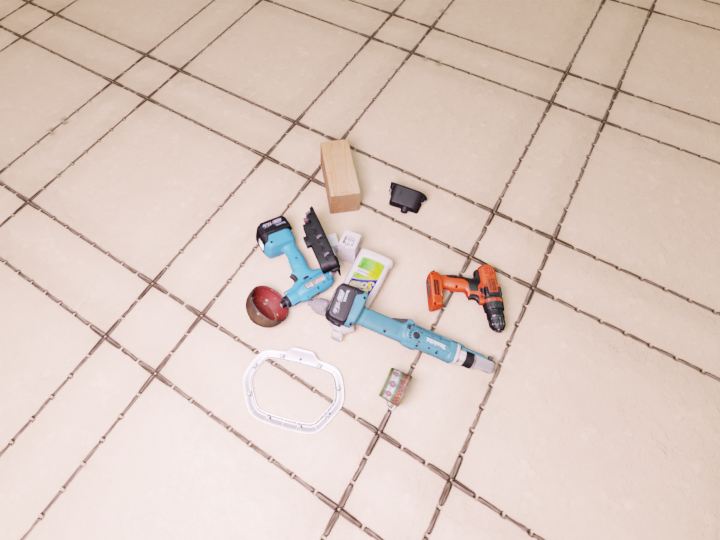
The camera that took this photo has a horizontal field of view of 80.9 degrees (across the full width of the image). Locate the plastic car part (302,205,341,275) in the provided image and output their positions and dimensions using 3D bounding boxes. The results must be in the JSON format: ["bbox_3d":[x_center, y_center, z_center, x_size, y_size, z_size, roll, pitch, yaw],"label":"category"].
[{"bbox_3d":[-0.109,-0.072,1.118,0.066,0.065,0.211,-23,65,-16],"label":"plastic car part"}]

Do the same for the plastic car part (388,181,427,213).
[{"bbox_3d":[0.132,-0.205,1.249,0.119,0.064,0.071,24,80,9],"label":"plastic car part"}]

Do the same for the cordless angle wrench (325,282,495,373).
[{"bbox_3d":[0.125,0.156,1.016,0.423,0.074,0.098,23,71,0],"label":"cordless angle wrench"}]

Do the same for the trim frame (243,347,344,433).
[{"bbox_3d":[-0.162,0.280,1.010,0.253,0.027,0.186,11,62,10],"label":"trim frame"}]

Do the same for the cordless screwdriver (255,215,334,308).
[{"bbox_3d":[-0.203,-0.021,1.137,0.156,0.073,0.258,-30,68,-26],"label":"cordless screwdriver"}]
